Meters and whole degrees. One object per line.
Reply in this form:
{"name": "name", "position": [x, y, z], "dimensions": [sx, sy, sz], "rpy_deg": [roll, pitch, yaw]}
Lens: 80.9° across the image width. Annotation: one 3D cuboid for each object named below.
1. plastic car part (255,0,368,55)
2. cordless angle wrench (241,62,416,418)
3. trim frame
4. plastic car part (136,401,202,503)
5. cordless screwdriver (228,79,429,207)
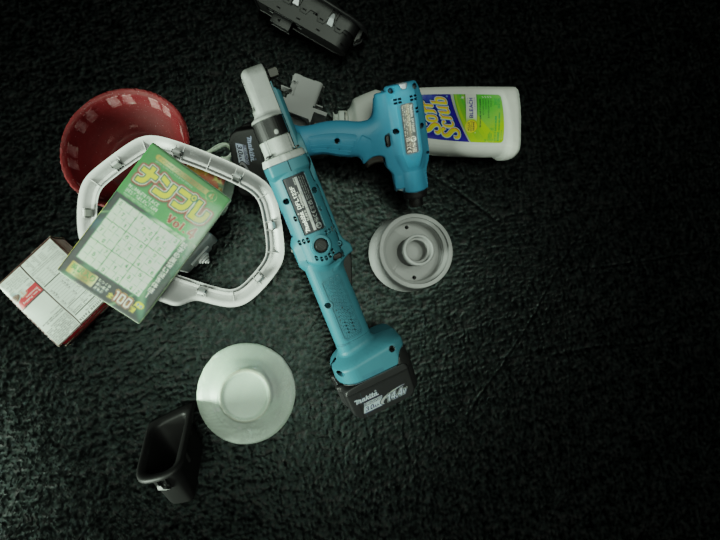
{"name": "plastic car part", "position": [-0.083, -0.367, 0.598], "dimensions": [0.202, 0.066, 0.067], "rpy_deg": [26, 92, -2]}
{"name": "cordless angle wrench", "position": [-0.049, -0.032, 0.503], "dimensions": [0.097, 0.076, 0.415], "rpy_deg": [-23, 101, -9]}
{"name": "trim frame", "position": [-0.209, -0.053, 0.502], "dimensions": [0.244, 0.028, 0.184], "rpy_deg": [22, 92, -10]}
{"name": "plastic car part", "position": [-0.216, 0.227, 0.500], "dimensions": [0.065, 0.121, 0.068], "rpy_deg": [-27, 114, -7]}
{"name": "cordless screwdriver", "position": [-0.035, -0.139, 0.550], "dimensions": [0.250, 0.076, 0.155], "rpy_deg": [-11, 110, 2]}
